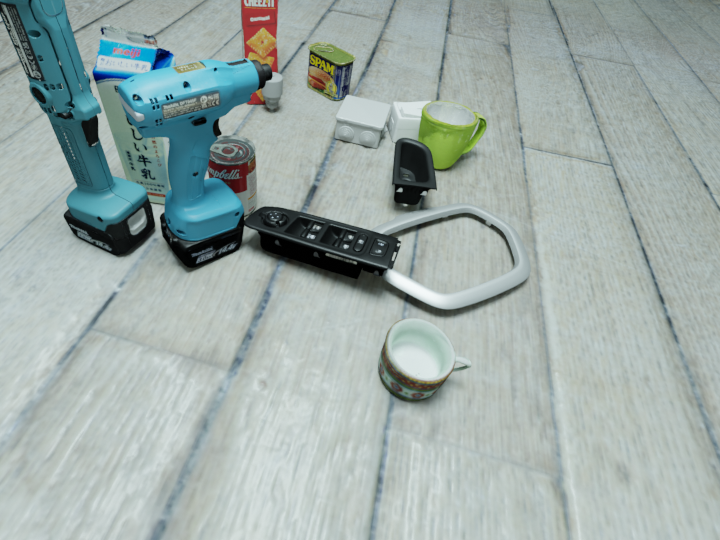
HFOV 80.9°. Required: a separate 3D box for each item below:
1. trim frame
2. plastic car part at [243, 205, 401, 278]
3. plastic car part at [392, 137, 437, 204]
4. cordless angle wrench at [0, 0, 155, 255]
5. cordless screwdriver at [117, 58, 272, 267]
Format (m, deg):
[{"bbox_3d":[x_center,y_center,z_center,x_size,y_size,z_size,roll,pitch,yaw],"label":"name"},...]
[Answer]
[{"bbox_3d":[0.126,-0.031,0.602,0.242,0.027,0.193,-20,54,-22],"label":"trim frame"},{"bbox_3d":[-0.055,-0.036,0.560,0.207,0.065,0.066,19,49,10],"label":"plastic car part"},{"bbox_3d":[0.077,-0.149,0.673,0.066,0.069,0.119,8,48,-3],"label":"plastic car part"},{"bbox_3d":[-0.304,-0.187,0.432,0.100,0.413,0.074,24,49,9],"label":"cordless angle wrench"},{"bbox_3d":[-0.177,-0.125,0.505,0.155,0.243,0.078,-29,61,-30],"label":"cordless screwdriver"}]
